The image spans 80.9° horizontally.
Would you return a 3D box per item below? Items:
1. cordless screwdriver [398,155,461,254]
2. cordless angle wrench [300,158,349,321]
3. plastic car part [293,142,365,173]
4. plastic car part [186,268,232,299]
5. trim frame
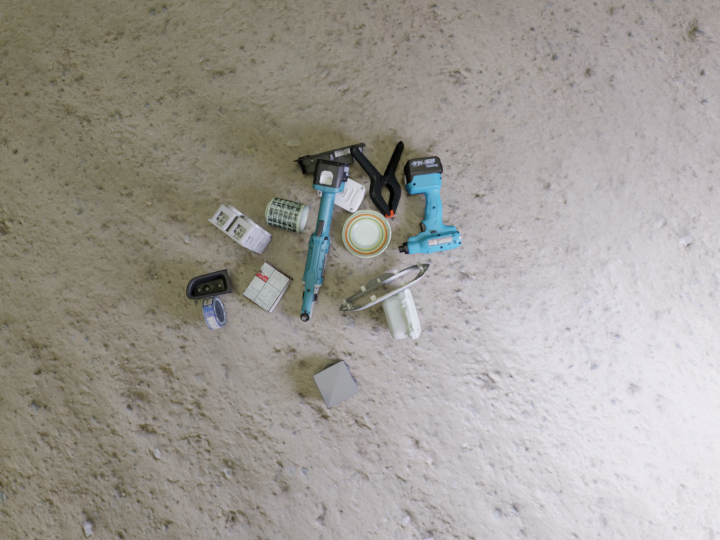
[{"bbox_3d":[0.160,-0.167,1.113,0.160,0.073,0.250,-11,85,5],"label":"cordless screwdriver"},{"bbox_3d":[-0.107,-0.070,1.096,0.076,0.097,0.420,12,100,8],"label":"cordless angle wrench"},{"bbox_3d":[-0.084,-0.307,1.172,0.204,0.067,0.065,-8,109,4],"label":"plastic car part"},{"bbox_3d":[-0.413,0.044,1.151,0.115,0.071,0.067,-13,82,-13],"label":"plastic car part"},{"bbox_3d":[0.056,0.038,1.041,0.249,0.186,0.027,-29,99,2],"label":"trim frame"}]
